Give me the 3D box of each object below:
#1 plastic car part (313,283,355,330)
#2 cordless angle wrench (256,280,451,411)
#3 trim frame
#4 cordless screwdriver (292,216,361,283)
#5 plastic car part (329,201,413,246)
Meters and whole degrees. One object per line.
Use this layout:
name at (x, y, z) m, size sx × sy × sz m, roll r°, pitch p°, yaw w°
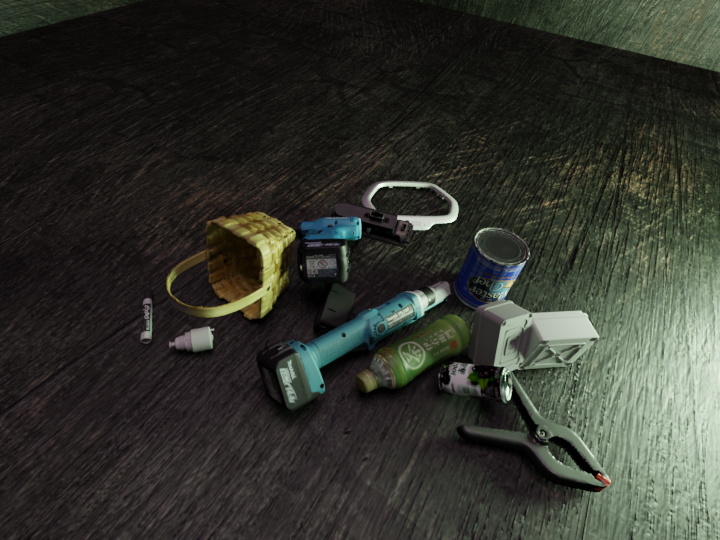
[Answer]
plastic car part at (-0.044, 0.075, 0.812) m, size 0.070 × 0.065 × 0.119 m, roll 19°, pitch 49°, yaw -8°
cordless angle wrench at (0.019, 0.103, 0.763) m, size 0.411 × 0.096 × 0.078 m, roll -24°, pitch 15°, yaw -32°
trim frame at (0.126, -0.172, 1.080) m, size 0.246 × 0.027 × 0.191 m, roll 1°, pitch 45°, yaw -6°
cordless screwdriver at (-0.086, -0.056, 0.876) m, size 0.161 × 0.072 × 0.251 m, roll -1°, pitch 23°, yaw 6°
plastic car part at (0.019, -0.116, 0.992) m, size 0.209 × 0.065 × 0.067 m, roll 15°, pitch 72°, yaw 15°
